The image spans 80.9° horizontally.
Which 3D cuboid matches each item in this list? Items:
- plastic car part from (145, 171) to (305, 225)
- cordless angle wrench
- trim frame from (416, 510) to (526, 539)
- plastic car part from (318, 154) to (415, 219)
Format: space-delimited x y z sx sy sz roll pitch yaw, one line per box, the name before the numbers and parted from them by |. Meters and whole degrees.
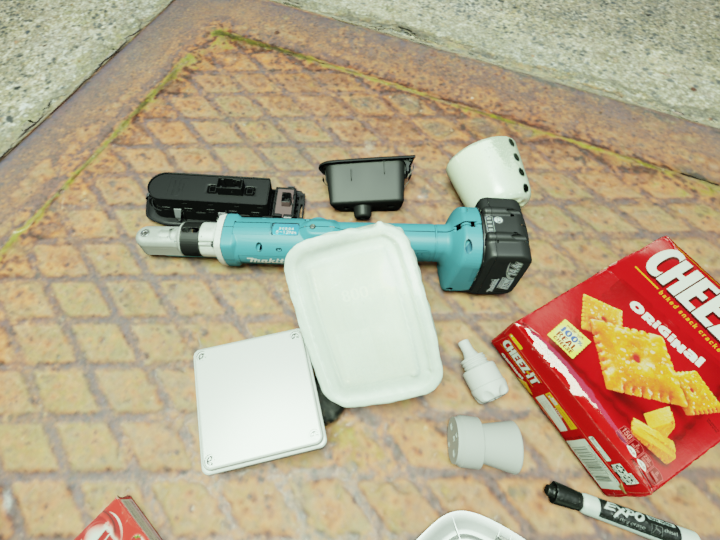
plastic car part | -0.173 -0.086 0.519 0.205 0.065 0.067 2 69 4
cordless angle wrench | -0.046 -0.030 0.471 0.427 0.095 0.076 2 59 5
trim frame | 0.066 0.314 0.314 0.246 0.027 0.192 -41 67 -17
plastic car part | 0.009 -0.099 0.527 0.117 0.065 0.072 -5 77 0
